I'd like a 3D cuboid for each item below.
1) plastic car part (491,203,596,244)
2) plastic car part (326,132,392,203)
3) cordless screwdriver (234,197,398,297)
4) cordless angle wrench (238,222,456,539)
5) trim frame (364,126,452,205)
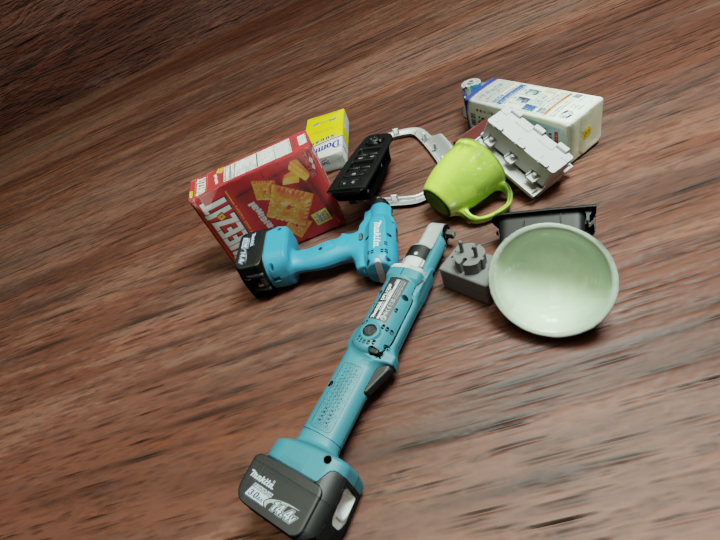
[{"bbox_3d":[0.227,-0.035,0.525,0.121,0.062,0.072,-4,61,28],"label":"plastic car part"},{"bbox_3d":[0.014,-0.173,0.722,0.069,0.064,0.205,-9,41,31],"label":"plastic car part"},{"bbox_3d":[-0.066,-0.043,0.670,0.255,0.071,0.163,-8,45,15],"label":"cordless screwdriver"},{"bbox_3d":[0.019,0.089,0.504,0.103,0.071,0.422,9,52,33],"label":"cordless angle wrench"},{"bbox_3d":[0.073,-0.198,0.779,0.185,0.026,0.259,-22,41,5],"label":"trim frame"}]
